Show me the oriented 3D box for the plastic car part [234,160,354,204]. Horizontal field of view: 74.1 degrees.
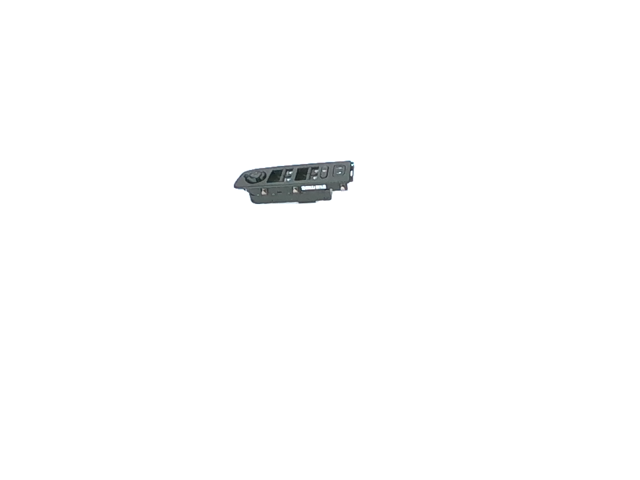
[{"bbox_3d":[-0.044,-0.096,0.732,0.203,0.066,0.067,1,-41,9],"label":"plastic car part"}]
